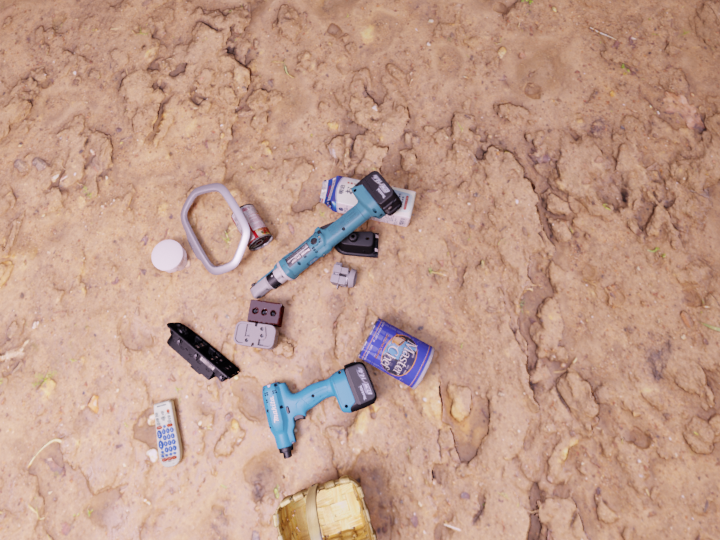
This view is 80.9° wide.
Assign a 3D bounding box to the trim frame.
[{"bbox_3d":[-0.370,-0.108,1.067,0.186,0.026,0.256,-39,73,16],"label":"trim frame"}]

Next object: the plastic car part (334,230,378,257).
[{"bbox_3d":[-0.011,-0.073,1.043,0.117,0.070,0.067,4,74,1],"label":"plastic car part"}]

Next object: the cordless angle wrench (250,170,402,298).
[{"bbox_3d":[-0.098,-0.064,1.002,0.426,0.070,0.102,-38,62,11],"label":"cordless angle wrench"}]

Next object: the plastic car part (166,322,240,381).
[{"bbox_3d":[-0.382,0.197,0.998,0.208,0.064,0.067,39,105,12],"label":"plastic car part"}]

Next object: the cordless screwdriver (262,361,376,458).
[{"bbox_3d":[-0.086,0.303,0.935,0.250,0.072,0.163,-17,74,3],"label":"cordless screwdriver"}]
